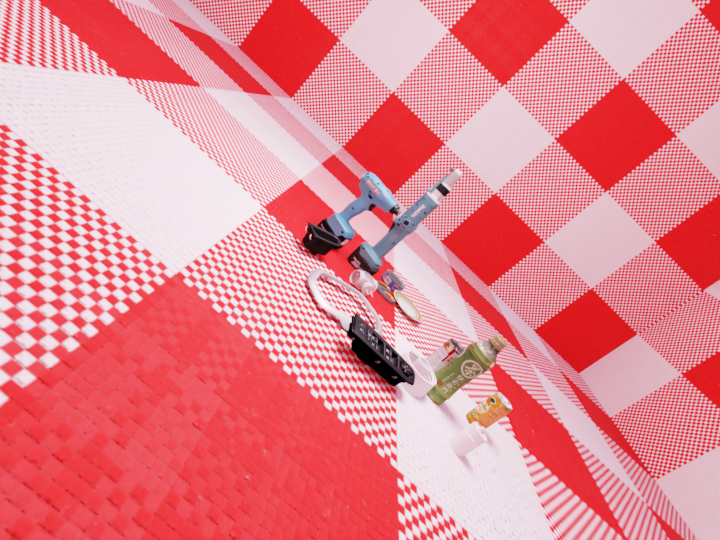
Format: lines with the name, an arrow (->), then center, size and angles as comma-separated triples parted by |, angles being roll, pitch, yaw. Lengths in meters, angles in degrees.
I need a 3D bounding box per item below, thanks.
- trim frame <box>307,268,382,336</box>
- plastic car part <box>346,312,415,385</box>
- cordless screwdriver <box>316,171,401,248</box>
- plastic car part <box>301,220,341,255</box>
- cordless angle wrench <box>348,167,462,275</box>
trim frame -> -0.036, 0.082, 1.040 | 0.236, 0.028, 0.192 | 33, 21, -32
plastic car part -> 0.039, 0.185, 0.909 | 0.198, 0.067, 0.067 | 40, 19, -13
cordless screwdriver -> -0.006, -0.158, 1.274 | 0.165, 0.250, 0.071 | 53, 20, 20
plastic car part -> -0.112, -0.073, 1.148 | 0.110, 0.071, 0.069 | 27, 26, -43
cordless angle wrench -> 0.140, -0.144, 1.276 | 0.100, 0.426, 0.072 | 50, 19, 9
